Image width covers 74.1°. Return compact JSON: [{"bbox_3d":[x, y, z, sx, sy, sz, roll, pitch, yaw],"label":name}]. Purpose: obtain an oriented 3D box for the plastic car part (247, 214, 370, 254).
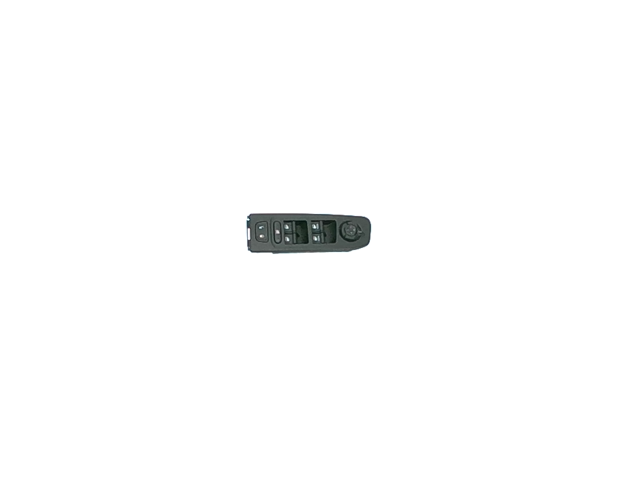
[{"bbox_3d":[-0.016,-0.003,0.704,0.203,0.066,0.067,-3,-29,-6],"label":"plastic car part"}]
